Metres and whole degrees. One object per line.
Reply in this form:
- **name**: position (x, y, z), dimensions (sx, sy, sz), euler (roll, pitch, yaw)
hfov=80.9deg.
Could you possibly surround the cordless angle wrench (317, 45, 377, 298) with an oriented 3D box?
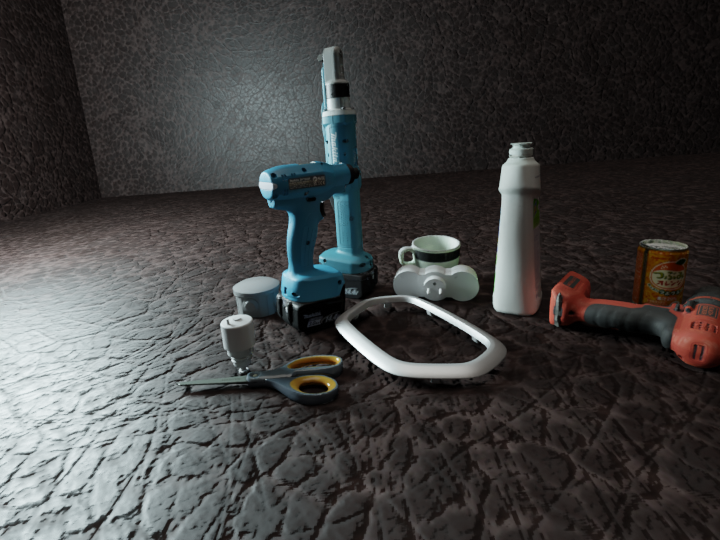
- **cordless angle wrench**: position (-0.031, -0.163, 0.738), dimensions (0.102, 0.415, 0.072), euler (4, 16, 27)

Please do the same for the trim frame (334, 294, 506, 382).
- **trim frame**: position (0.073, 0.084, 0.579), dimensions (0.179, 0.027, 0.261), euler (-13, 20, -25)

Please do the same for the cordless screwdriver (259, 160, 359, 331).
- **cordless screwdriver**: position (-0.064, -0.042, 0.651), dimensions (0.154, 0.244, 0.078), euler (-14, 18, -32)
